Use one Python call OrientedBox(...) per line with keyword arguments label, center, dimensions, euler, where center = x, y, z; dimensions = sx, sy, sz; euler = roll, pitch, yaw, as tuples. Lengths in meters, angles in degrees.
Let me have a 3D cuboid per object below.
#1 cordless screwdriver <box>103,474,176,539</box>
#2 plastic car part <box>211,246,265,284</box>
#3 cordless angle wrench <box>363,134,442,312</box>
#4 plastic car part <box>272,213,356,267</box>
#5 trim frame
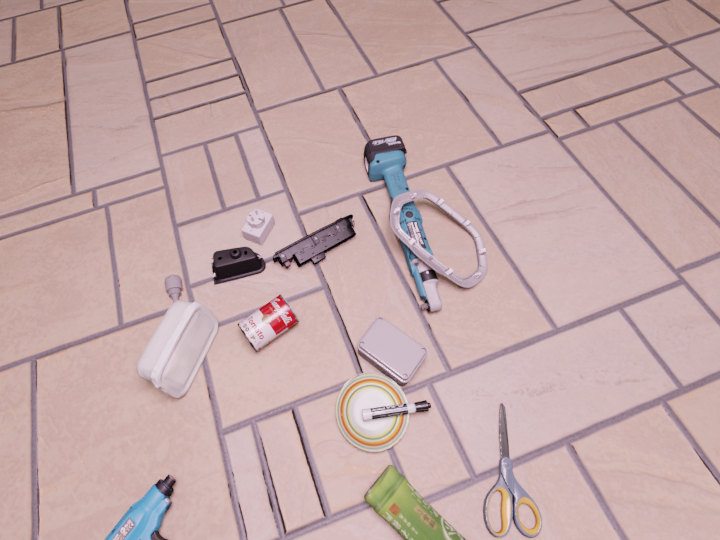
OrientedBox(label="cordless screwdriver", center=(-0.277, 0.455, 0.645), dimensions=(0.259, 0.071, 0.158), euler=(29, 67, 22))
OrientedBox(label="plastic car part", center=(-0.268, -0.022, 0.903), dimensions=(0.116, 0.068, 0.068), euler=(-13, 64, -1))
OrientedBox(label="cordless angle wrench", center=(0.101, -0.110, 0.928), dimensions=(0.097, 0.072, 0.437), euler=(-12, 64, -4))
OrientedBox(label="plastic car part", center=(-0.090, -0.059, 0.915), dimensions=(0.201, 0.065, 0.069), euler=(-33, 76, -14))
OrientedBox(label="trim frame", center=(0.168, -0.072, 0.878), dimensions=(0.247, 0.028, 0.183), euler=(39, 56, -3))
